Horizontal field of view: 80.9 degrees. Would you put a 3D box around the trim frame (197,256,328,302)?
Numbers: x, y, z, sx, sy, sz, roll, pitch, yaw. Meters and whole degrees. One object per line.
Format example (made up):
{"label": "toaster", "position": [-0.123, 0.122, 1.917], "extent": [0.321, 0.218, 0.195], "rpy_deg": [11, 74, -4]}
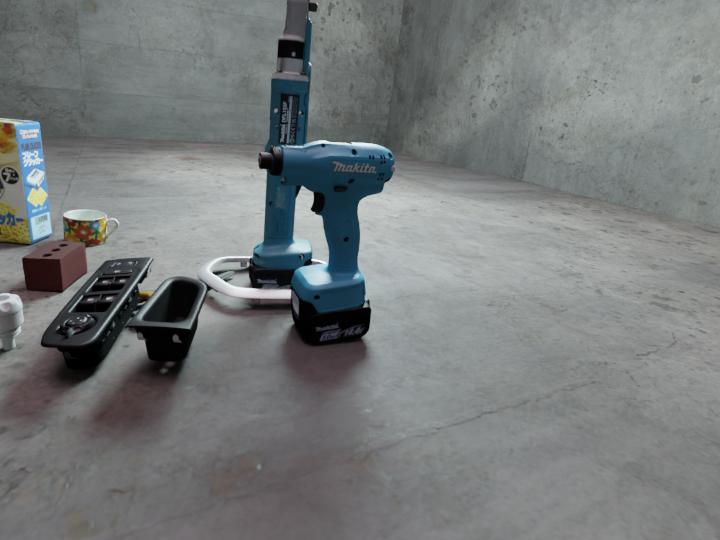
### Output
{"label": "trim frame", "position": [-0.139, 0.010, 0.694], "extent": [0.242, 0.027, 0.192], "rpy_deg": [-1, 22, -16]}

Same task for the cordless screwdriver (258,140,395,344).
{"label": "cordless screwdriver", "position": [-0.051, -0.033, 0.524], "extent": [0.154, 0.245, 0.078], "rpy_deg": [-1, 20, -21]}

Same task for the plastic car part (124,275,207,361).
{"label": "plastic car part", "position": [-0.211, 0.061, 0.484], "extent": [0.065, 0.070, 0.119], "rpy_deg": [4, 20, -7]}

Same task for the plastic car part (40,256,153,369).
{"label": "plastic car part", "position": [-0.306, 0.047, 0.503], "extent": [0.065, 0.066, 0.209], "rpy_deg": [2, 21, -11]}

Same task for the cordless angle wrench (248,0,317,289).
{"label": "cordless angle wrench", "position": [-0.108, -0.169, 0.622], "extent": [0.096, 0.416, 0.077], "rpy_deg": [3, 19, -12]}
